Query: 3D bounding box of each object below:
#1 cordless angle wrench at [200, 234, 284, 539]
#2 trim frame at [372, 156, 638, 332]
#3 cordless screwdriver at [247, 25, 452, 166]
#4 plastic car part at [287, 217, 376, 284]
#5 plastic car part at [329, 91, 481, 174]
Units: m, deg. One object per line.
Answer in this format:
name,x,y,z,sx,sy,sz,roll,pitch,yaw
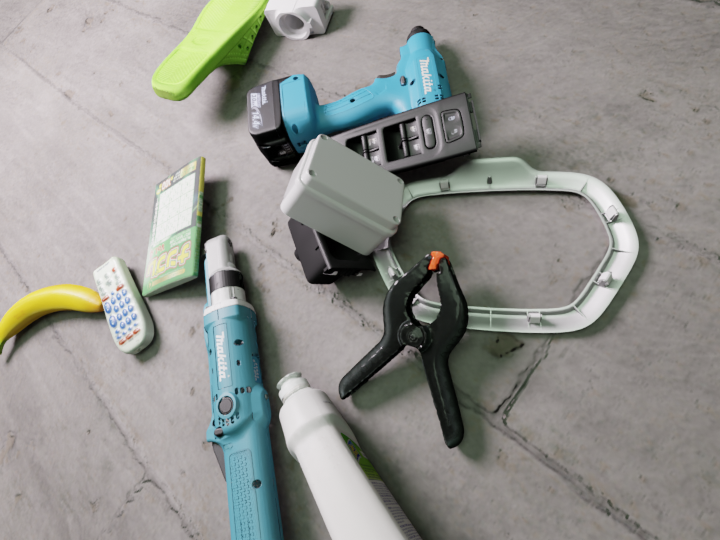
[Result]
cordless angle wrench,-0.124,0.142,0.430,0.099,0.071,0.439,-22,60,10
trim frame,0.132,-0.031,0.428,0.257,0.026,0.187,1,68,23
cordless screwdriver,-0.018,-0.227,0.542,0.254,0.071,0.163,-8,66,13
plastic car part,-0.047,-0.030,0.477,0.071,0.063,0.122,-49,54,32
plastic car part,0.028,-0.136,0.485,0.209,0.065,0.067,-10,87,20
